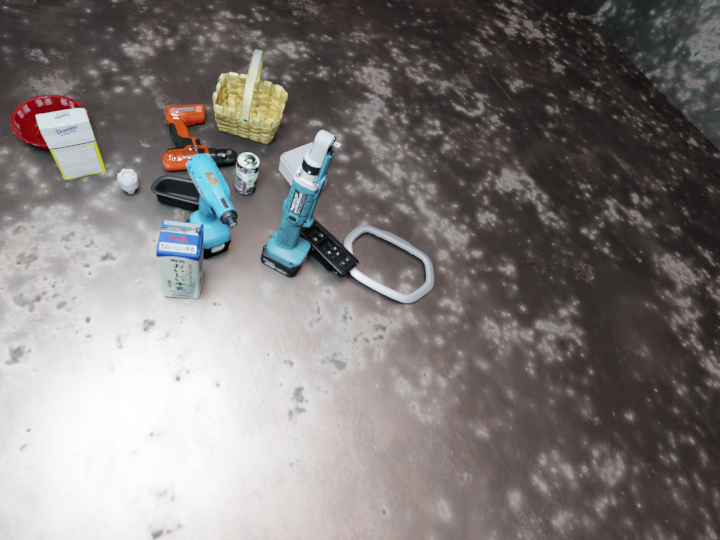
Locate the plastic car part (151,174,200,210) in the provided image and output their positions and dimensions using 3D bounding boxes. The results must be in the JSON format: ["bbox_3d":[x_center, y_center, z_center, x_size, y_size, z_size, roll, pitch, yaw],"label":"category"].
[{"bbox_3d":[-0.420,-0.173,0.982,0.114,0.070,0.067,10,60,-11],"label":"plastic car part"}]

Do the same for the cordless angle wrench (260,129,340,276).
[{"bbox_3d":[-0.119,-0.118,0.824,0.098,0.422,0.074,30,58,-3],"label":"cordless angle wrench"}]

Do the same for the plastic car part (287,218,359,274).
[{"bbox_3d":[-0.099,-0.064,1.008,0.065,0.066,0.208,-36,76,-30],"label":"plastic car part"}]

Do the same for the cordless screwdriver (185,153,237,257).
[{"bbox_3d":[-0.302,-0.104,0.869,0.072,0.248,0.164,-23,72,-28],"label":"cordless screwdriver"}]

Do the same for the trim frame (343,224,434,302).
[{"bbox_3d":[0.071,-0.020,1.052,0.248,0.027,0.185,25,58,0],"label":"trim frame"}]
